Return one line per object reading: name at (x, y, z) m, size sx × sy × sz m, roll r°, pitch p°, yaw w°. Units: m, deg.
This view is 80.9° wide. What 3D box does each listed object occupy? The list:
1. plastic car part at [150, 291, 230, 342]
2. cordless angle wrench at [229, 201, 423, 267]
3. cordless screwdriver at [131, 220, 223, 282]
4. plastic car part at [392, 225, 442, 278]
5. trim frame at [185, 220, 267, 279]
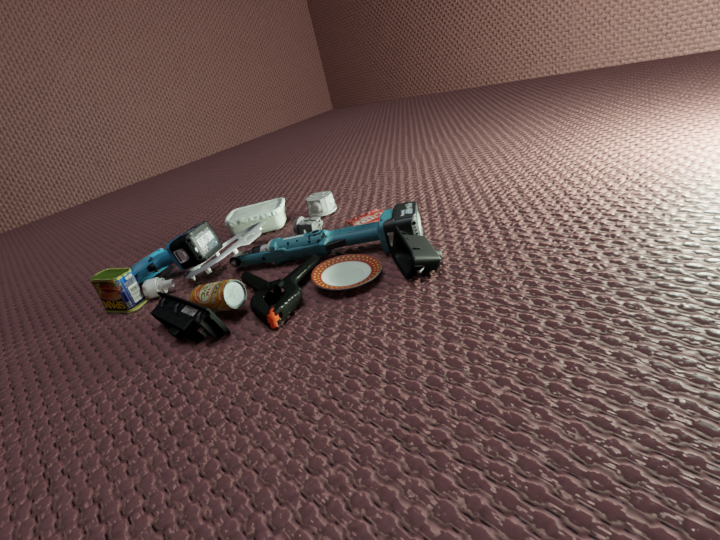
plastic car part at (-0.317, 0.087, 0.757) m, size 0.214 × 0.063 × 0.067 m, roll 14°, pitch 63°, yaw 44°
cordless angle wrench at (-0.087, -0.057, 0.891) m, size 0.434 × 0.072 × 0.099 m, roll -9°, pitch 26°, yaw 18°
cordless screwdriver at (-0.449, -0.023, 0.980) m, size 0.257 × 0.072 × 0.158 m, roll -17°, pitch 22°, yaw 32°
plastic car part at (0.103, -0.028, 0.743) m, size 0.070 × 0.064 × 0.121 m, roll -5°, pitch 27°, yaw -12°
trim frame at (-0.310, -0.048, 0.987) m, size 0.189 × 0.027 × 0.247 m, roll -23°, pitch 18°, yaw 32°
